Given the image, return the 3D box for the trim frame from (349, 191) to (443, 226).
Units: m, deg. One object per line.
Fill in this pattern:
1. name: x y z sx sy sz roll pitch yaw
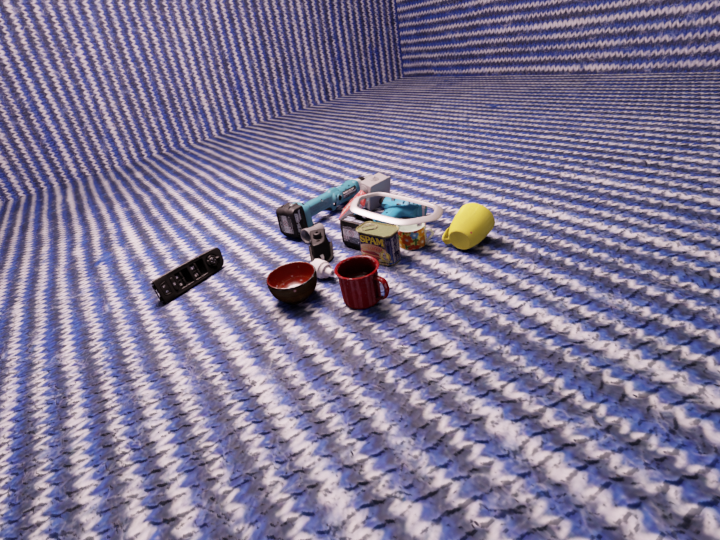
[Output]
1. trim frame: 0.088 -0.159 1.083 0.262 0.027 0.180 18 37 36

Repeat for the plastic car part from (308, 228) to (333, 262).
1. plastic car part: -0.107 -0.070 1.092 0.066 0.068 0.120 -13 27 -1

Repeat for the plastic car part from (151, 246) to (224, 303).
1. plastic car part: -0.447 0.009 1.105 0.199 0.065 0.069 -38 13 -34

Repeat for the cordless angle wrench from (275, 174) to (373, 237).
1. cordless angle wrench: -0.084 -0.227 1.328 0.078 0.095 0.414 10 34 39

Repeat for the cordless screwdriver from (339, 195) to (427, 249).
1. cordless screwdriver: 0.046 -0.147 1.162 0.242 0.072 0.168 -29 34 -32
